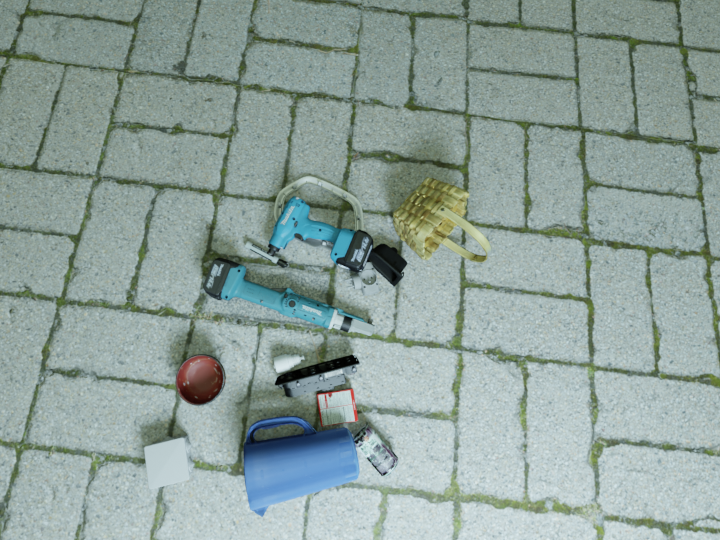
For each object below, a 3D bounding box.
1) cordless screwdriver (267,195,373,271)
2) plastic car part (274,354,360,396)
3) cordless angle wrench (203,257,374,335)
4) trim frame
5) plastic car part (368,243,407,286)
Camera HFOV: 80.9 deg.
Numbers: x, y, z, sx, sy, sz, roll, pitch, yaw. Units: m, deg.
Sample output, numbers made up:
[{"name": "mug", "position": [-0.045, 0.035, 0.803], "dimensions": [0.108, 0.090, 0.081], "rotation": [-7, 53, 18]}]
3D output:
[{"name": "cordless screwdriver", "position": [-0.102, -0.067, 1.046], "dimensions": [0.255, 0.072, 0.159], "rotation": [26, 83, 13]}, {"name": "plastic car part", "position": [-0.101, 0.254, 1.003], "dimensions": [0.201, 0.068, 0.066], "rotation": [-10, 104, -6]}, {"name": "cordless angle wrench", "position": [-0.169, 0.082, 1.037], "dimensions": [0.423, 0.074, 0.098], "rotation": [19, 77, 0]}, {"name": "trim frame", "position": [-0.108, -0.149, 1.119], "dimensions": [0.250, 0.027, 0.184], "rotation": [27, 77, 3]}, {"name": "plastic car part", "position": [0.073, -0.027, 1.082], "dimensions": [0.070, 0.065, 0.119], "rotation": [-39, 78, -27]}]
